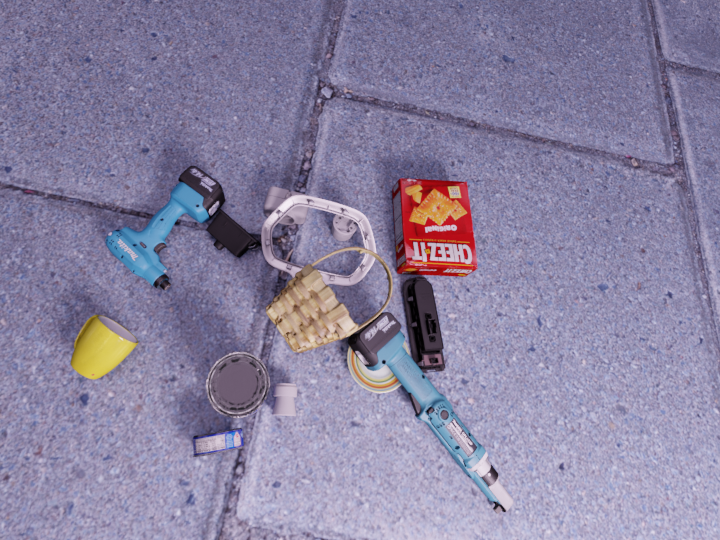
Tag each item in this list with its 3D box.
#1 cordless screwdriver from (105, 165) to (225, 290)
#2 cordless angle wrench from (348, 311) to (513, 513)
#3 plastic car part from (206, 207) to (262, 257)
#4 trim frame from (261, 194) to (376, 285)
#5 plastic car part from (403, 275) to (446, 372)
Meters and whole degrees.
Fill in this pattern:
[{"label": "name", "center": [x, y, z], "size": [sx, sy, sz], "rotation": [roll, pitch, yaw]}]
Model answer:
[{"label": "cordless screwdriver", "center": [-0.381, -0.089, 0.878], "size": [0.162, 0.074, 0.247], "rotation": [39, 73, 7]}, {"label": "cordless angle wrench", "center": [0.143, 0.270, 0.799], "size": [0.097, 0.075, 0.426], "rotation": [-37, 85, -20]}, {"label": "plastic car part", "center": [-0.275, -0.070, 0.893], "size": [0.118, 0.065, 0.071], "rotation": [37, 84, 5]}, {"label": "trim frame", "center": [-0.087, -0.057, 0.895], "size": [0.246, 0.028, 0.183], "rotation": [16, 98, -5]}, {"label": "plastic car part", "center": [0.133, 0.104, 0.879], "size": [0.066, 0.066, 0.208], "rotation": [-6, 67, -5]}]
